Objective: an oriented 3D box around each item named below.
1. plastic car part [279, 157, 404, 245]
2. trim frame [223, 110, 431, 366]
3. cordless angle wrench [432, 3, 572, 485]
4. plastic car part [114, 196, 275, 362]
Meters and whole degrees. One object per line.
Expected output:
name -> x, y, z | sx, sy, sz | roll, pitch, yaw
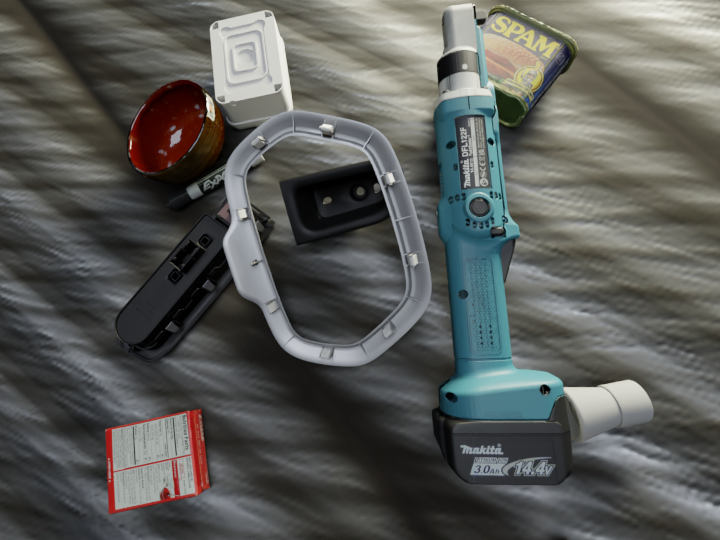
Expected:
plastic car part -> -0.012, -0.075, 0.426 | 0.118, 0.071, 0.065 | -13, 102, 12
trim frame -> -0.039, -0.025, 0.394 | 0.188, 0.027, 0.246 | -14, 97, 17
cordless angle wrench -> 0.103, -0.049, 0.380 | 0.099, 0.073, 0.428 | -4, 80, 5
plastic car part -> -0.177, 0.007, 0.434 | 0.067, 0.066, 0.203 | 37, 85, 5
